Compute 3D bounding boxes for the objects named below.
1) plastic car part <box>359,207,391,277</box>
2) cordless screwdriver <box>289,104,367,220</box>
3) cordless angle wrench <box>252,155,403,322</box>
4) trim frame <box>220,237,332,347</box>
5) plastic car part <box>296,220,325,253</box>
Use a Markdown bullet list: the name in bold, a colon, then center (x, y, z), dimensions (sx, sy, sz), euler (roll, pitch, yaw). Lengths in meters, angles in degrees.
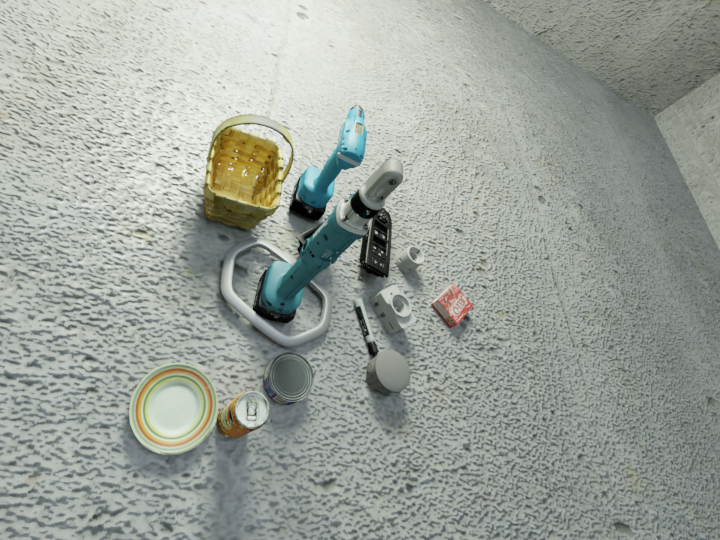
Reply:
- **plastic car part**: center (0.034, -0.067, 0.978), dimensions (0.064, 0.068, 0.207), euler (24, 52, -18)
- **cordless screwdriver**: center (-0.064, -0.226, 0.900), dimensions (0.072, 0.252, 0.163), euler (23, 54, -21)
- **cordless angle wrench**: center (-0.063, -0.031, 0.661), dimensions (0.072, 0.428, 0.100), euler (21, 55, -23)
- **trim frame**: center (-0.160, 0.039, 0.824), dimensions (0.246, 0.028, 0.184), euler (37, 50, -5)
- **plastic car part**: center (-0.088, -0.057, 0.898), dimensions (0.067, 0.072, 0.114), euler (51, 50, 4)
